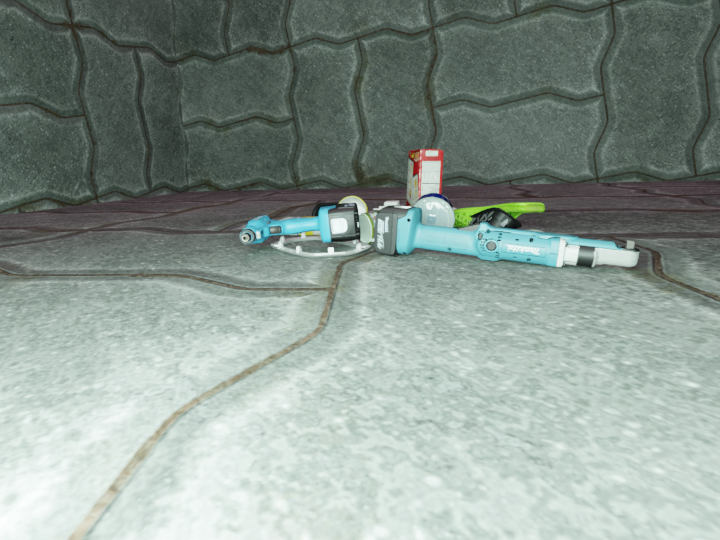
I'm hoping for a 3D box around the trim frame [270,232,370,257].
[{"bbox_3d":[-0.092,-0.060,0.945,0.177,0.027,0.262,-12,15,-36],"label":"trim frame"}]

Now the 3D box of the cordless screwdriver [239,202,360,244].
[{"bbox_3d":[-0.126,-0.091,0.894,0.252,0.073,0.160,-5,14,7],"label":"cordless screwdriver"}]

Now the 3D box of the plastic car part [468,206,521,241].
[{"bbox_3d":[0.259,-0.088,0.862,0.067,0.067,0.202,-42,0,-3],"label":"plastic car part"}]

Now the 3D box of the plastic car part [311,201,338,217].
[{"bbox_3d":[-0.097,-0.186,1.385,0.067,0.066,0.123,7,1,-43],"label":"plastic car part"}]

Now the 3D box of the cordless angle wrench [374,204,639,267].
[{"bbox_3d":[0.235,-0.050,0.753,0.442,0.096,0.072,10,16,27],"label":"cordless angle wrench"}]
